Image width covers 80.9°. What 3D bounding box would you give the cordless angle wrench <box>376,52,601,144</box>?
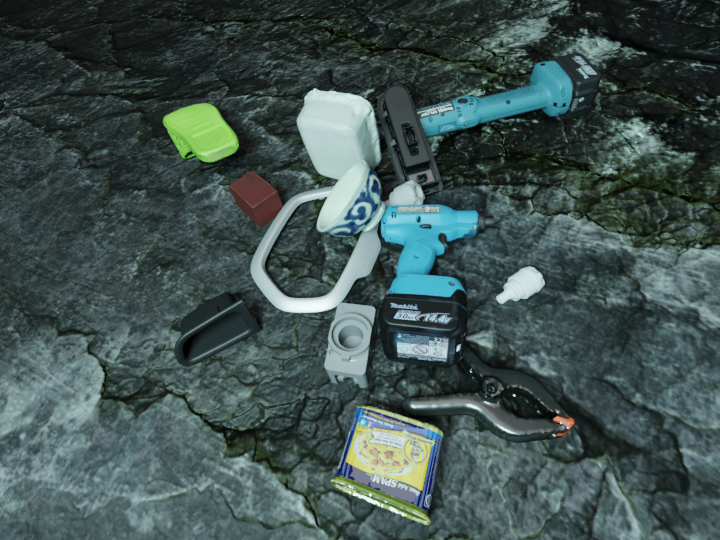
[{"bbox_3d":[0.181,-0.279,0.748,0.426,0.071,0.101,-12,55,6],"label":"cordless angle wrench"}]

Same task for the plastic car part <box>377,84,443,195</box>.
[{"bbox_3d":[0.074,-0.222,0.694,0.067,0.064,0.208,-18,72,10],"label":"plastic car part"}]

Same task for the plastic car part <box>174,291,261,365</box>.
[{"bbox_3d":[-0.209,0.072,0.591,0.116,0.063,0.075,-27,40,-5],"label":"plastic car part"}]

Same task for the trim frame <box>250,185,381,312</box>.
[{"bbox_3d":[-0.064,-0.042,0.656,0.191,0.026,0.250,12,57,20],"label":"trim frame"}]

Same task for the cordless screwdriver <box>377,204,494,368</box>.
[{"bbox_3d":[0.102,0.000,0.547,0.162,0.071,0.254,-1,43,10],"label":"cordless screwdriver"}]
